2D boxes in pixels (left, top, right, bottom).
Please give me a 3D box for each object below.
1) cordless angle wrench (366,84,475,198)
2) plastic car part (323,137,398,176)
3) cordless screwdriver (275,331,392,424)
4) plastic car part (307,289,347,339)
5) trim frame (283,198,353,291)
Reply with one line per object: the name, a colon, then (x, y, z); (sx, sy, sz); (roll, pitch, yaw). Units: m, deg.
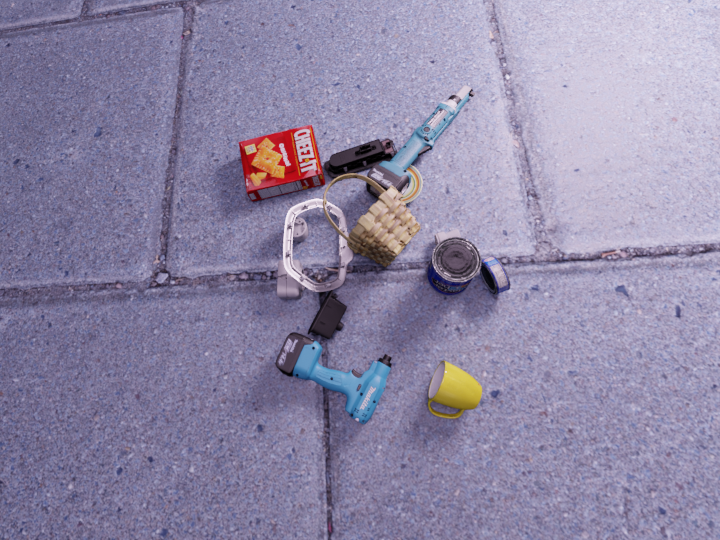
cordless angle wrench: (0.172, -0.353, 1.118); (0.101, 0.072, 0.421); (34, 72, 16)
plastic car part: (-0.002, -0.308, 1.146); (0.204, 0.065, 0.067); (-19, 79, 5)
cordless screwdriver: (-0.060, 0.218, 0.974); (0.255, 0.072, 0.159); (27, 77, 12)
plastic car part: (-0.072, 0.114, 1.018); (0.071, 0.066, 0.117); (26, 77, -3)
trim frame: (-0.104, -0.068, 1.066); (0.178, 0.028, 0.254); (9, 67, -21)
